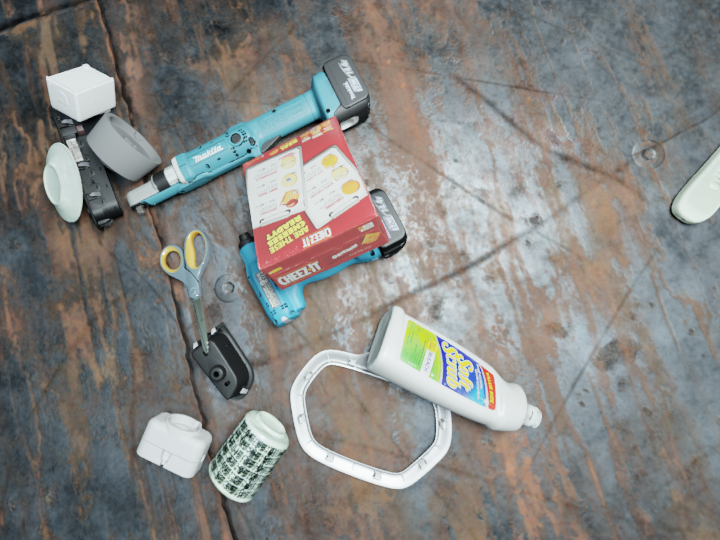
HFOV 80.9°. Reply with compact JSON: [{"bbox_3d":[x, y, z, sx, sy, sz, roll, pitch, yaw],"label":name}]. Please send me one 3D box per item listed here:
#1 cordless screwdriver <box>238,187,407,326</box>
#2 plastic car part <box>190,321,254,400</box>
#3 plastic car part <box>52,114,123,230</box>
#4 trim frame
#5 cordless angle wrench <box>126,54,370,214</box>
[{"bbox_3d":[-0.064,-0.042,0.652,0.250,0.072,0.163,-31,76,4],"label":"cordless screwdriver"},{"bbox_3d":[-0.212,0.145,0.643,0.066,0.069,0.119,-38,80,0],"label":"plastic car part"},{"bbox_3d":[-0.448,-0.161,0.708,0.065,0.067,0.206,-17,81,-25],"label":"plastic car part"},{"bbox_3d":[0.013,0.219,0.637,0.253,0.027,0.184,18,84,8],"label":"trim frame"},{"bbox_3d":[-0.191,-0.204,0.684,0.425,0.073,0.099,-25,84,4],"label":"cordless angle wrench"}]
